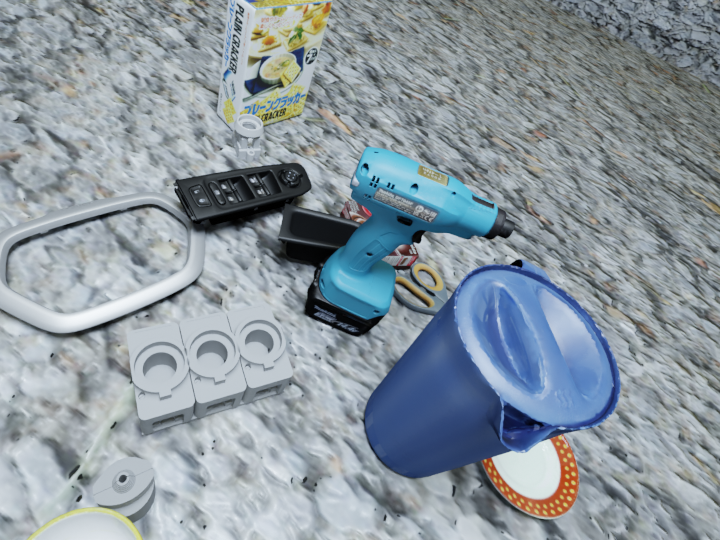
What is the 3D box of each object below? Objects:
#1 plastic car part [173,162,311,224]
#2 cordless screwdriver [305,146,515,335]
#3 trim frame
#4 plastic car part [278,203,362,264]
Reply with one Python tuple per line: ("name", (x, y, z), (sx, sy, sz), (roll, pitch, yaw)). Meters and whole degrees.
("plastic car part", (-0.158, -0.105, 0.602), (0.197, 0.066, 0.069), (-24, 66, -33))
("cordless screwdriver", (0.036, -0.013, 0.475), (0.158, 0.247, 0.075), (24, 49, -4))
("trim frame", (-0.306, -0.023, 0.510), (0.242, 0.027, 0.191), (-29, 66, -35))
("plastic car part", (-0.057, -0.037, 0.580), (0.114, 0.070, 0.068), (14, 50, -10))
